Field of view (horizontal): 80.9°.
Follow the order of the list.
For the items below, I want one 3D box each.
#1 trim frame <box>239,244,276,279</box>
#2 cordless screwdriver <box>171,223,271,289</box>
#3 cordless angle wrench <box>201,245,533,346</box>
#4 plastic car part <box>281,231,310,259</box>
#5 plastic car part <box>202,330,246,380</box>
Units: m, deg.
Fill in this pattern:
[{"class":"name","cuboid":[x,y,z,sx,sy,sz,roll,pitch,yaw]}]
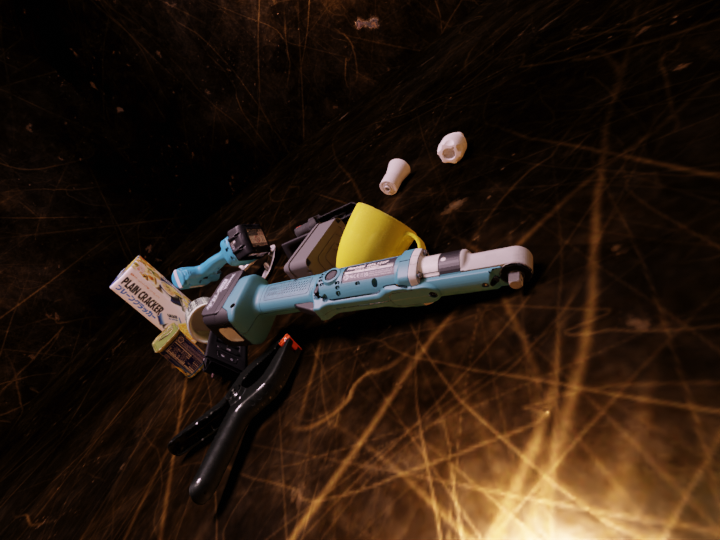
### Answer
[{"class":"trim frame","cuboid":[-0.272,0.010,1.029,0.185,0.027,0.255,-36,21,11]},{"class":"cordless screwdriver","cuboid":[-0.330,-0.026,1.048,0.254,0.075,0.153,-27,-8,23]},{"class":"cordless angle wrench","cuboid":[-0.023,0.025,0.503,0.439,0.071,0.099,-11,40,35]},{"class":"plastic car part","cuboid":[-0.078,-0.051,0.794,0.120,0.065,0.070,-23,12,31]},{"class":"plastic car part","cuboid":[-0.229,0.128,0.712,0.067,0.064,0.210,-64,19,13]}]
